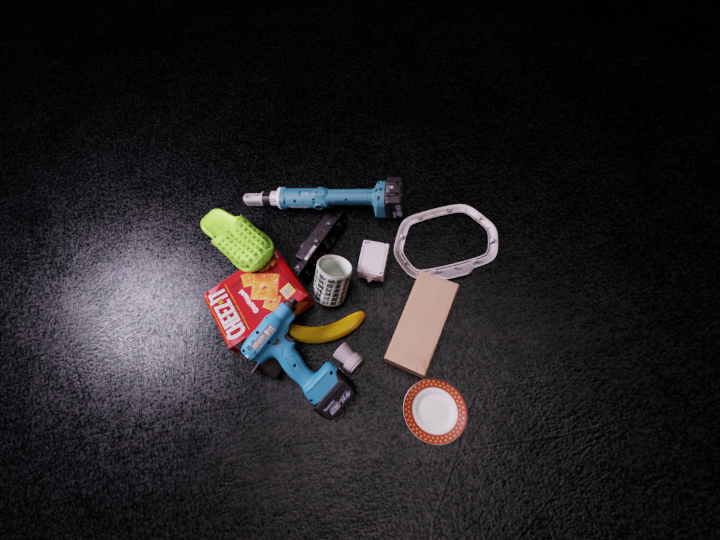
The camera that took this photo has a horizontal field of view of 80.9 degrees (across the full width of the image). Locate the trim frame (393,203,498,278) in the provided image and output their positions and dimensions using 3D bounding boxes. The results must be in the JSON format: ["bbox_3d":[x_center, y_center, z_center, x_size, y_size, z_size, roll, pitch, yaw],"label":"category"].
[{"bbox_3d":[0.204,-0.069,1.017,0.249,0.027,0.189,-13,69,2],"label":"trim frame"}]

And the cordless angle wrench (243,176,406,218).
[{"bbox_3d":[-0.101,-0.183,1.079,0.433,0.094,0.076,2,68,13],"label":"cordless angle wrench"}]

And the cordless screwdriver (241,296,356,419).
[{"bbox_3d":[-0.116,0.186,0.909,0.250,0.074,0.159,39,81,2],"label":"cordless screwdriver"}]

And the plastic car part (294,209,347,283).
[{"bbox_3d":[-0.102,-0.067,1.047,0.071,0.063,0.202,29,75,33],"label":"plastic car part"}]

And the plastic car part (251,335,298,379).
[{"bbox_3d":[-0.187,0.202,0.965,0.071,0.066,0.116,39,79,1],"label":"plastic car part"}]
